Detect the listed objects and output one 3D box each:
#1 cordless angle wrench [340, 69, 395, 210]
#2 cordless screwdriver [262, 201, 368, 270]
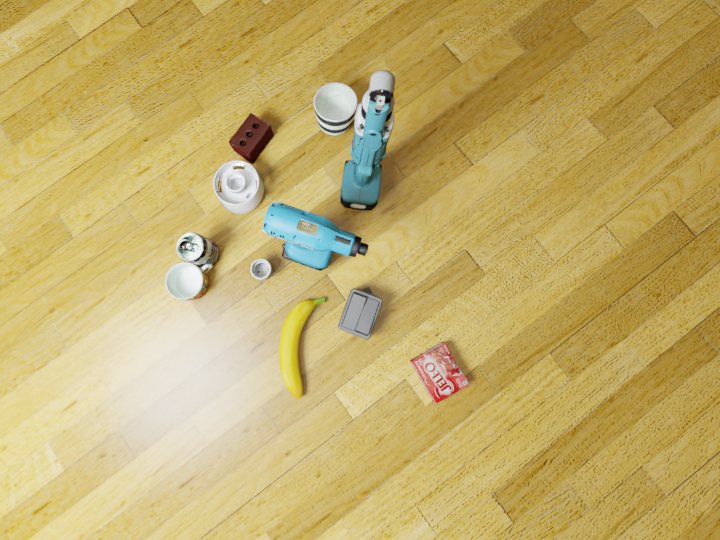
[{"bbox_3d":[0.012,-0.187,0.660,0.074,0.420,0.098,8,84,-3],"label":"cordless angle wrench"},{"bbox_3d":[-0.071,-0.047,0.729,0.160,0.247,0.074,20,84,0],"label":"cordless screwdriver"}]
